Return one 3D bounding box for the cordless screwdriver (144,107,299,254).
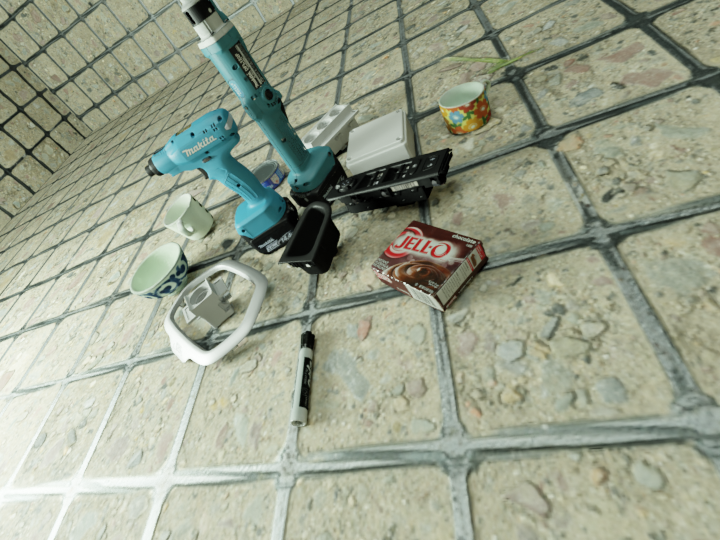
[{"bbox_3d":[-0.218,-0.128,0.699,0.161,0.236,0.077,-26,39,13],"label":"cordless screwdriver"}]

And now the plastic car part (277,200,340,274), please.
[{"bbox_3d":[-0.062,-0.040,0.631,0.069,0.067,0.117,-4,49,34],"label":"plastic car part"}]

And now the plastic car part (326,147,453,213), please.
[{"bbox_3d":[0.042,-0.127,0.640,0.212,0.063,0.067,-3,49,35],"label":"plastic car part"}]

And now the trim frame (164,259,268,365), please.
[{"bbox_3d":[-0.244,0.063,0.698,0.263,0.026,0.183,18,64,45],"label":"trim frame"}]

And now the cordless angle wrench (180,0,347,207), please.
[{"bbox_3d":[-0.158,-0.271,0.663,0.078,0.401,0.098,6,54,41],"label":"cordless angle wrench"}]
